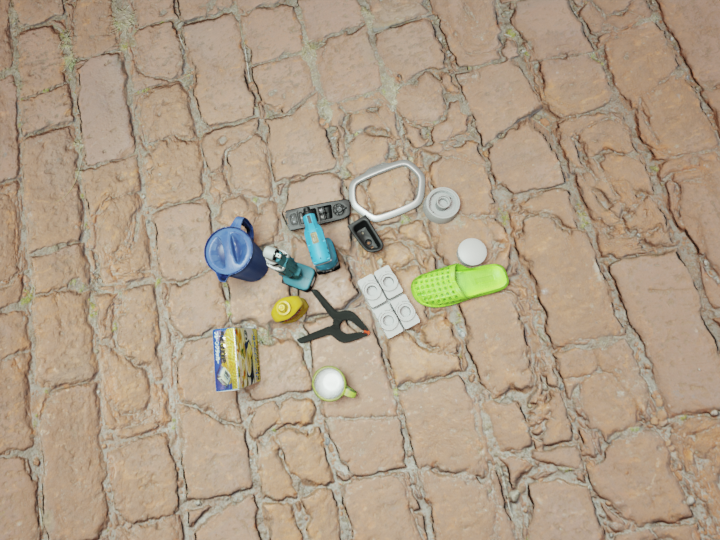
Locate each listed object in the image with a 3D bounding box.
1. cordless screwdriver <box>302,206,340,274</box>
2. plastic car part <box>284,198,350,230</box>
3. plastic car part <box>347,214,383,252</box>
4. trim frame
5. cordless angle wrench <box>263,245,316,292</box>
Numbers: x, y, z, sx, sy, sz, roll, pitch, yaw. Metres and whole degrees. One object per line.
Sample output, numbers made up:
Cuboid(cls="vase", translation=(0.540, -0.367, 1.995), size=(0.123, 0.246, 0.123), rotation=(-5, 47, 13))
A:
Cuboid(cls="cordless screwdriver", translation=(-0.118, -0.077, 1.203), size=(0.074, 0.244, 0.162), rotation=(-17, 80, -1))
Cuboid(cls="plastic car part", translation=(-0.128, -0.170, 1.315), size=(0.204, 0.065, 0.067), rotation=(-13, 79, 4))
Cuboid(cls="plastic car part", translation=(0.020, -0.098, 1.279), size=(0.066, 0.069, 0.119), rotation=(-32, 77, -2))
Cuboid(cls="trim frame", translation=(0.084, -0.254, 1.327), size=(0.249, 0.027, 0.188), rotation=(-23, 76, 2))
Cuboid(cls="cordless angle wrench", translation=(-0.192, -0.009, 1.110), size=(0.099, 0.415, 0.074), rotation=(20, 82, 5))
